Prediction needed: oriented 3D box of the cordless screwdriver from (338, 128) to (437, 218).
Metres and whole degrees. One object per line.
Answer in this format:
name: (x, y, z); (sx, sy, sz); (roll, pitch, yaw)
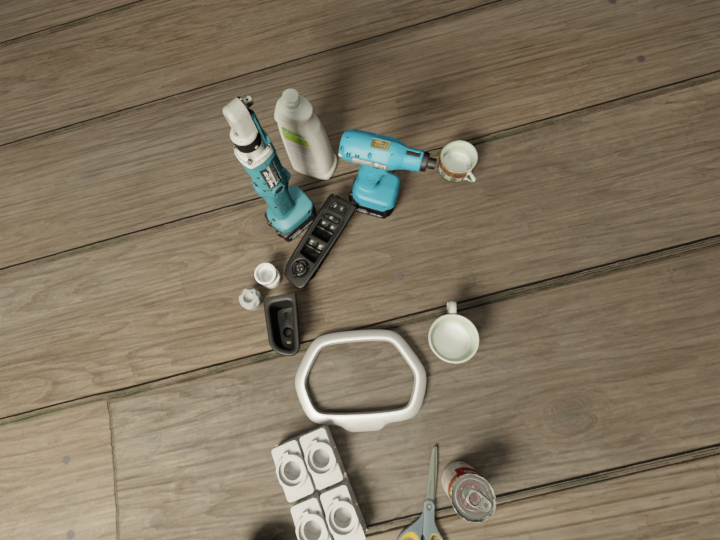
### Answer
cordless screwdriver: (0.048, -0.171, 0.790); (0.162, 0.243, 0.075); (17, 78, 7)

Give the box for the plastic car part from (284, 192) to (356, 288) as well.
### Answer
plastic car part: (-0.085, -0.055, 0.866); (0.068, 0.065, 0.203); (31, 80, 11)

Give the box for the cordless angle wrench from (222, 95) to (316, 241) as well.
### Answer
cordless angle wrench: (-0.153, -0.156, 0.722); (0.097, 0.413, 0.076); (-41, 79, -7)

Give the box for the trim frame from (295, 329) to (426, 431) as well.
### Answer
trim frame: (-0.002, 0.207, 0.802); (0.250, 0.027, 0.188); (-6, 74, 5)

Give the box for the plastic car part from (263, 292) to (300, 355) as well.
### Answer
plastic car part: (-0.146, 0.110, 0.825); (0.066, 0.069, 0.119); (-10, 74, 2)
